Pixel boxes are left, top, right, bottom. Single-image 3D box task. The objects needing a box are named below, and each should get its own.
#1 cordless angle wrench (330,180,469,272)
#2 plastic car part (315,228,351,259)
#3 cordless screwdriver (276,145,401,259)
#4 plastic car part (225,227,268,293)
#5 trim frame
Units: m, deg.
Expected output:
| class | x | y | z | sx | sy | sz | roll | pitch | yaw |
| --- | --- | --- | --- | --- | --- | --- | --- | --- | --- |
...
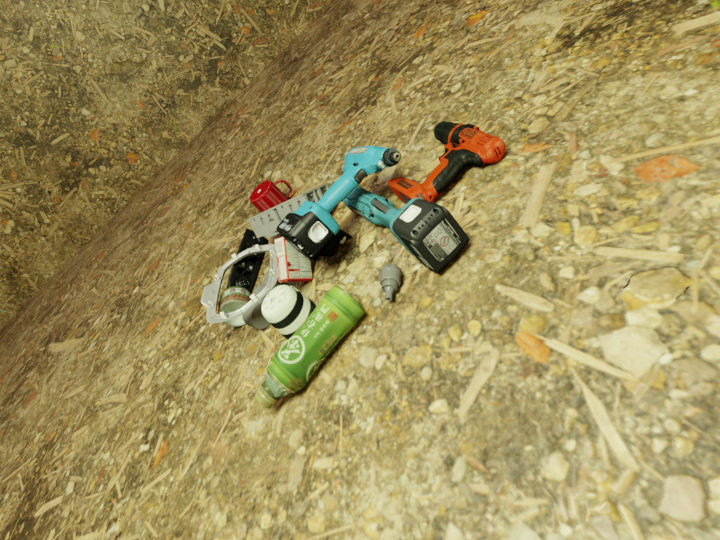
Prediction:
| class | x | y | z | sx | sy | sz | roll | pitch | yaw |
| --- | --- | --- | --- | --- | --- | --- | --- | --- | --- |
| cordless angle wrench | 0.033 | -0.117 | 0.812 | 0.074 | 0.093 | 0.444 | -46 | 31 | -2 |
| plastic car part | -0.087 | -0.057 | 0.892 | 0.122 | 0.062 | 0.071 | 1 | 69 | 49 |
| cordless screwdriver | -0.037 | -0.135 | 0.781 | 0.248 | 0.071 | 0.167 | -51 | 28 | -11 |
| plastic car part | -0.286 | -0.009 | 1.032 | 0.068 | 0.063 | 0.209 | -35 | 35 | 31 |
| trim frame | -0.253 | 0.018 | 0.894 | 0.186 | 0.026 | 0.258 | -26 | 35 | 9 |
